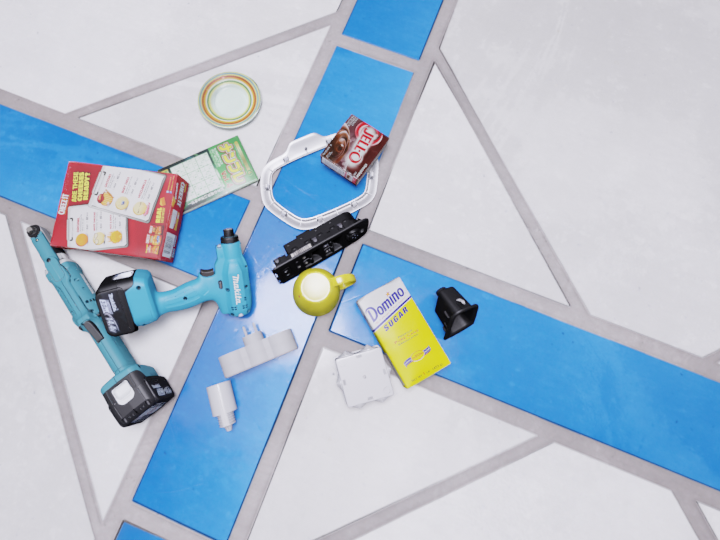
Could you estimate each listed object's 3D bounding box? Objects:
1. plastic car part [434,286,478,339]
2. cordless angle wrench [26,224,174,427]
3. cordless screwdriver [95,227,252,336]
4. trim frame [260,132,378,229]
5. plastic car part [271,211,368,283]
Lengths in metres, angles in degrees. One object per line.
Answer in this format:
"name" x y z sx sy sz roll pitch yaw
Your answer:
"plastic car part" 0.162 0.065 0.751 0.065 0.112 0.074 -29 59 -8
"cordless angle wrench" -0.491 0.079 0.765 0.074 0.096 0.434 -38 76 -9
"cordless screwdriver" -0.319 0.018 0.735 0.244 0.077 0.156 -9 107 -15
"trim frame" -0.080 -0.186 0.845 0.248 0.027 0.188 -24 78 -3
"plastic car part" -0.078 -0.051 0.802 0.202 0.063 0.070 -26 55 -4
